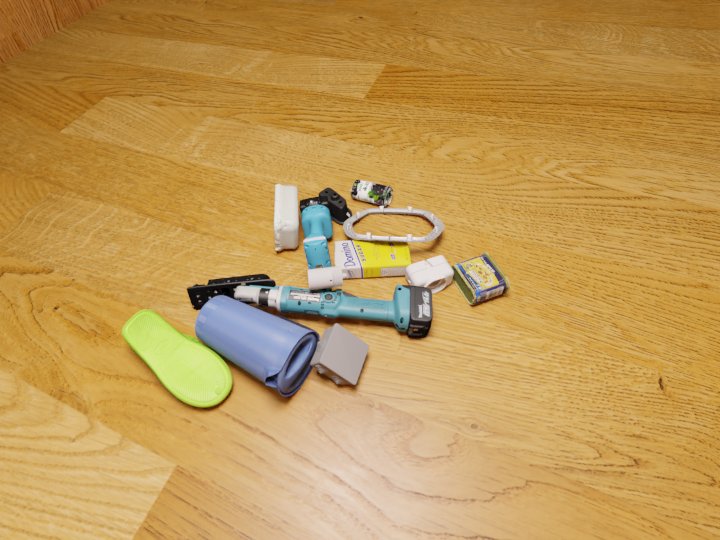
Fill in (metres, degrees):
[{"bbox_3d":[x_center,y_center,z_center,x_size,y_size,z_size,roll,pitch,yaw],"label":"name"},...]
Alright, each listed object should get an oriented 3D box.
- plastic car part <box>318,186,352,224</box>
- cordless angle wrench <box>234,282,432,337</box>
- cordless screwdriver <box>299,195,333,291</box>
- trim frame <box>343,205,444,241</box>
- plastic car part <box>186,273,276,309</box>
[{"bbox_3d":[-0.071,-0.181,1.131,0.065,0.068,0.123,-38,54,-21],"label":"plastic car part"},{"bbox_3d":[-0.066,0.070,0.909,0.428,0.072,0.100,5,52,7],"label":"cordless angle wrench"},{"bbox_3d":[-0.100,-0.065,1.019,0.074,0.153,0.257,-9,36,0],"label":"cordless screwdriver"},{"bbox_3d":[0.080,-0.116,1.053,0.255,0.026,0.186,5,36,14],"label":"trim frame"},{"bbox_3d":[-0.294,0.045,0.991,0.204,0.064,0.068,-5,26,5],"label":"plastic car part"}]
